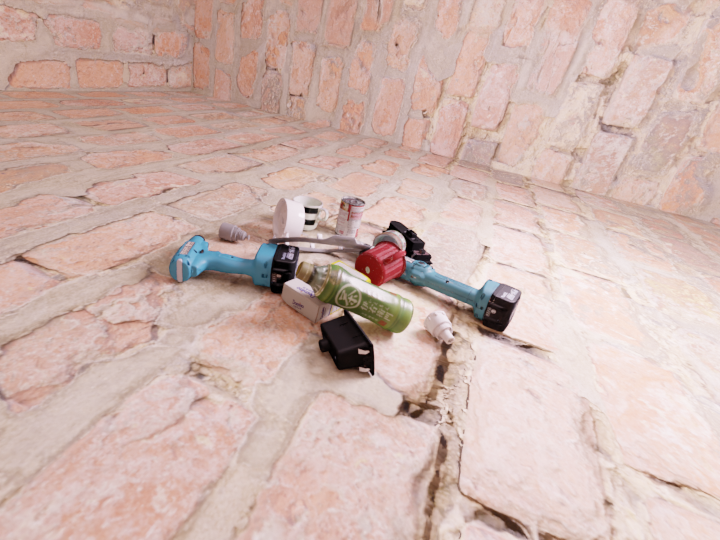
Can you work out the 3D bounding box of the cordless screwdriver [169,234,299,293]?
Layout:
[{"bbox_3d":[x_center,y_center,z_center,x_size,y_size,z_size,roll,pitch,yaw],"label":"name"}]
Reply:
[{"bbox_3d":[-0.253,-0.025,0.877,0.247,0.073,0.163,5,26,-5],"label":"cordless screwdriver"}]

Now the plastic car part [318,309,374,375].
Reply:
[{"bbox_3d":[-0.031,0.120,0.694,0.069,0.064,0.123,-15,31,-20],"label":"plastic car part"}]

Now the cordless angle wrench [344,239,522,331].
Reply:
[{"bbox_3d":[0.137,0.007,0.976,0.444,0.073,0.095,24,27,29],"label":"cordless angle wrench"}]

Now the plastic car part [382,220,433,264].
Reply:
[{"bbox_3d":[0.123,-0.085,1.168,0.064,0.065,0.214,-7,28,-23],"label":"plastic car part"}]

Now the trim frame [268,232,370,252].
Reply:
[{"bbox_3d":[-0.094,-0.061,0.958,0.236,0.028,0.192,7,-5,-38],"label":"trim frame"}]
